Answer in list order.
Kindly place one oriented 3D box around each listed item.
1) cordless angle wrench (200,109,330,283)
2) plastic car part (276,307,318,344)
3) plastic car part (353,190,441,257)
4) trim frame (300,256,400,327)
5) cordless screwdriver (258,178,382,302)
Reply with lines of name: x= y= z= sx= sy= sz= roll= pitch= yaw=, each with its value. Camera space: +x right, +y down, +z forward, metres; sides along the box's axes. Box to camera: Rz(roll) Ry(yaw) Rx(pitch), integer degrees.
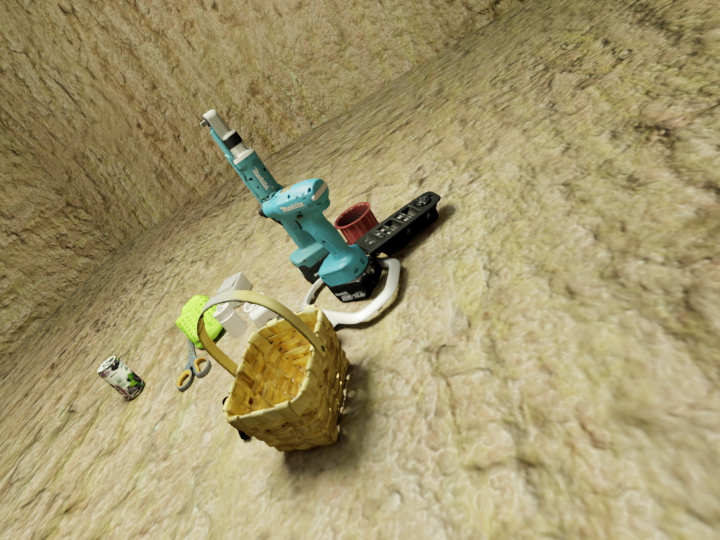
cordless angle wrench: x=-0.187 y=-0.153 z=0.895 sx=0.097 sy=0.407 sz=0.078 roll=-39 pitch=24 yaw=-11
plastic car part: x=-0.104 y=0.115 z=0.749 sx=0.121 sy=0.068 sz=0.066 roll=-15 pitch=32 yaw=35
plastic car part: x=0.088 y=-0.086 z=0.853 sx=0.202 sy=0.064 sz=0.069 roll=-41 pitch=26 yaw=-11
trim frame: x=-0.023 y=0.039 z=0.823 sx=0.261 sy=0.026 sz=0.183 roll=4 pitch=47 yaw=51
cordless screwdriver: x=-0.078 y=-0.051 z=0.794 sx=0.166 sy=0.239 sz=0.074 roll=-12 pitch=32 yaw=40
